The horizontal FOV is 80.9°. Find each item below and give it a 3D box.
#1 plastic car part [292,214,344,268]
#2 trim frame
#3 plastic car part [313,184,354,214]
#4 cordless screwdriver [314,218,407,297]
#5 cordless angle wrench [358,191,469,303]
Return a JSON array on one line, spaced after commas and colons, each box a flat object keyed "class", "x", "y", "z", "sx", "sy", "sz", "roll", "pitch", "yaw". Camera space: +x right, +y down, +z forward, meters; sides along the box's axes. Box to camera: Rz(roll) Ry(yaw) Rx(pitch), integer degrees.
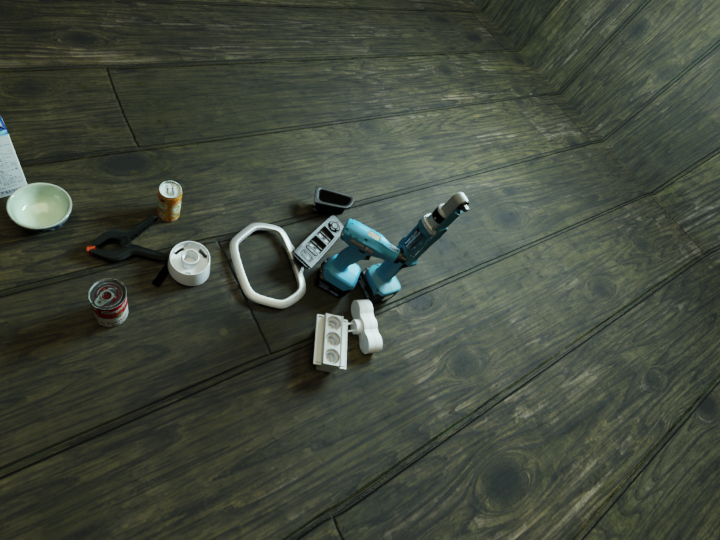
[{"class": "plastic car part", "x": -0.112, "y": -0.073, "z": 1.143, "sx": 0.067, "sy": 0.067, "sz": 0.201, "roll": 37, "pitch": 53, "yaw": 1}, {"class": "trim frame", "x": -0.233, "y": -0.016, "z": 1.083, "sx": 0.178, "sy": 0.027, "sz": 0.257, "roll": -13, "pitch": 64, "yaw": -28}, {"class": "plastic car part", "x": -0.085, "y": -0.192, "z": 1.229, "sx": 0.114, "sy": 0.071, "sz": 0.068, "roll": 14, "pitch": 56, "yaw": -15}, {"class": "cordless screwdriver", "x": -0.007, "y": -0.014, "z": 1.033, "sx": 0.158, "sy": 0.249, "sz": 0.075, "roll": 31, "pitch": 53, "yaw": -6}, {"class": "cordless angle wrench", "x": 0.117, "y": -0.049, "z": 0.996, "sx": 0.072, "sy": 0.424, "sz": 0.101, "roll": -13, "pitch": 68, "yaw": -32}]
